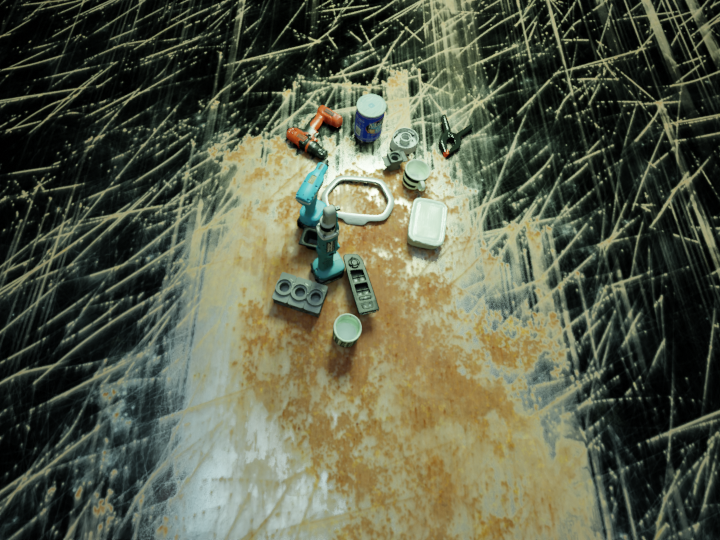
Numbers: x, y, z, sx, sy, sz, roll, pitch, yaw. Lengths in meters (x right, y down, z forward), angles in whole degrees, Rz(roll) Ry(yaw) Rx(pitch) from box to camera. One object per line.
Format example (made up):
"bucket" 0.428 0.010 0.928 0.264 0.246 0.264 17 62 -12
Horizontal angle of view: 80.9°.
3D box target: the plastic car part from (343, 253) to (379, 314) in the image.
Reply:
"plastic car part" -0.003 0.042 1.300 0.066 0.065 0.209 -13 67 -8

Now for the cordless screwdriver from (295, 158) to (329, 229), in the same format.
"cordless screwdriver" -0.142 -0.227 1.322 0.075 0.244 0.160 25 69 5

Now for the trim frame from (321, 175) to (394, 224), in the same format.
"trim frame" -0.010 -0.242 1.445 0.250 0.027 0.187 6 67 3

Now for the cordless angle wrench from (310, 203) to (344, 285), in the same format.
"cordless angle wrench" -0.090 -0.066 1.159 0.097 0.415 0.077 -22 72 -13

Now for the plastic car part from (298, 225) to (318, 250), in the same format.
"plastic car part" -0.133 -0.087 1.355 0.118 0.069 0.066 16 68 6
